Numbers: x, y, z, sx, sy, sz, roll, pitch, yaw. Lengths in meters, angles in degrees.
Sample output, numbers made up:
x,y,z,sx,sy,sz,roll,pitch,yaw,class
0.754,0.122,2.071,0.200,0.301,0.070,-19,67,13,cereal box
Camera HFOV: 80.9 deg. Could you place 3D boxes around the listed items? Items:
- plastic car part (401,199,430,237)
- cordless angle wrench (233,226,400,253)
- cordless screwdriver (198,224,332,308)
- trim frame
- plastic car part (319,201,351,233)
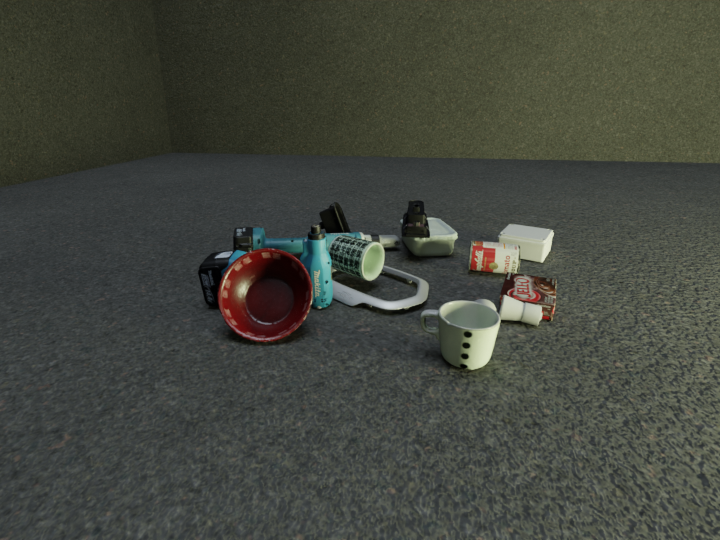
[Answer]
x,y,z,sx,sy,sz,roll,pitch,yaw,class
0.139,-0.138,1.078,0.067,0.065,0.203,-4,19,9,plastic car part
-0.105,-0.068,1.070,0.417,0.073,0.101,-2,22,-8,cordless angle wrench
-0.179,-0.008,0.808,0.251,0.156,0.075,0,20,6,cordless screwdriver
0.024,0.028,0.879,0.263,0.027,0.178,21,30,40,trim frame
-0.076,-0.126,1.167,0.072,0.114,0.066,-20,14,17,plastic car part
